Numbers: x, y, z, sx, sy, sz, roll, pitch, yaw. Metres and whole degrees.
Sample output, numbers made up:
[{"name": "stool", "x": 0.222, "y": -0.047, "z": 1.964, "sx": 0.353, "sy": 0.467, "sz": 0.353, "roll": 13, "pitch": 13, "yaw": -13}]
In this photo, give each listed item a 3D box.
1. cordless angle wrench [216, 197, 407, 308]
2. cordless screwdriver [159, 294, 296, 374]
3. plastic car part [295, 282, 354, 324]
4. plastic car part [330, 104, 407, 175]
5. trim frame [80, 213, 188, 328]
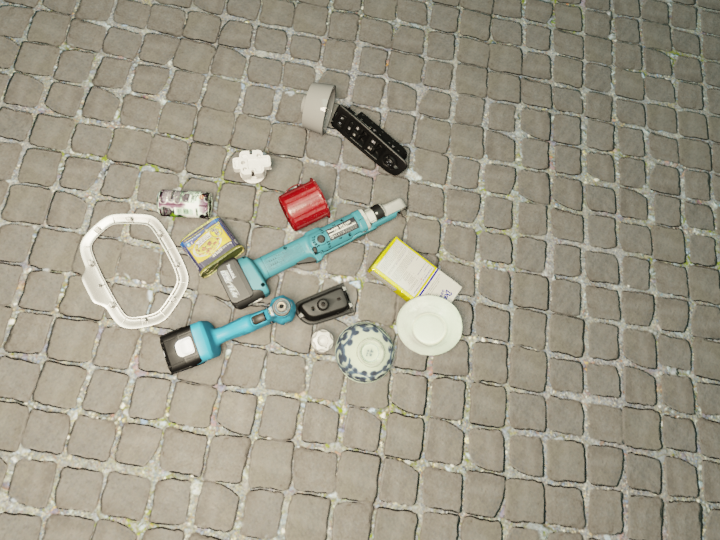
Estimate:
[{"name": "cordless angle wrench", "x": -0.086, "y": -0.056, "z": 0.876, "sx": 0.417, "sy": 0.074, "sz": 0.099, "roll": -28, "pitch": 83, "yaw": -14}, {"name": "cordless screwdriver", "x": -0.236, "y": 0.108, "z": 0.774, "sx": 0.246, "sy": 0.159, "sz": 0.075, "roll": -21, "pitch": 84, "yaw": -9}, {"name": "plastic car part", "x": -0.071, "y": 0.069, "z": 0.845, "sx": 0.115, "sy": 0.071, "sz": 0.067, "roll": -19, "pitch": 80, "yaw": -14}, {"name": "plastic car part", "x": 0.028, "y": -0.294, "z": 0.952, "sx": 0.206, "sy": 0.066, "sz": 0.066, "roll": 45, "pitch": 50, "yaw": 7}, {"name": "trim frame", "x": -0.457, "y": -0.005, "z": 0.848, "sx": 0.182, "sy": 0.027, "sz": 0.252, "roll": -30, "pitch": 83, "yaw": -11}]
